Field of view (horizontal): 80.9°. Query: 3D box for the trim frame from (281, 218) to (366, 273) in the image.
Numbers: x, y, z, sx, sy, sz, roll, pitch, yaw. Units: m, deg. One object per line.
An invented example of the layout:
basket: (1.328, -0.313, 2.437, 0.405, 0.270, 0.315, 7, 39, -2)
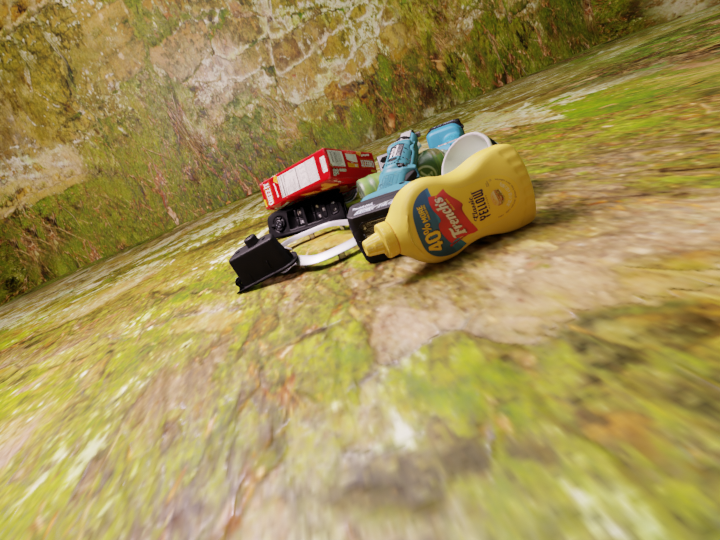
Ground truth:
trim frame: (-0.072, -0.047, 0.739, 0.180, 0.027, 0.260, -32, 22, -28)

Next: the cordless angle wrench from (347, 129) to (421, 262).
cordless angle wrench: (0.065, -0.163, 0.711, 0.100, 0.071, 0.428, -16, 29, 21)

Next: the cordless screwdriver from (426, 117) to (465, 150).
cordless screwdriver: (0.200, -0.308, 1.061, 0.162, 0.072, 0.251, -18, 23, 16)

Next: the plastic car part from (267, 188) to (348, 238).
plastic car part: (-0.119, -0.125, 0.946, 0.209, 0.065, 0.066, -15, 11, 23)

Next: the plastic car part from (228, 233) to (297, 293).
plastic car part: (-0.163, -0.023, 0.675, 0.119, 0.068, 0.067, -28, 23, 26)
